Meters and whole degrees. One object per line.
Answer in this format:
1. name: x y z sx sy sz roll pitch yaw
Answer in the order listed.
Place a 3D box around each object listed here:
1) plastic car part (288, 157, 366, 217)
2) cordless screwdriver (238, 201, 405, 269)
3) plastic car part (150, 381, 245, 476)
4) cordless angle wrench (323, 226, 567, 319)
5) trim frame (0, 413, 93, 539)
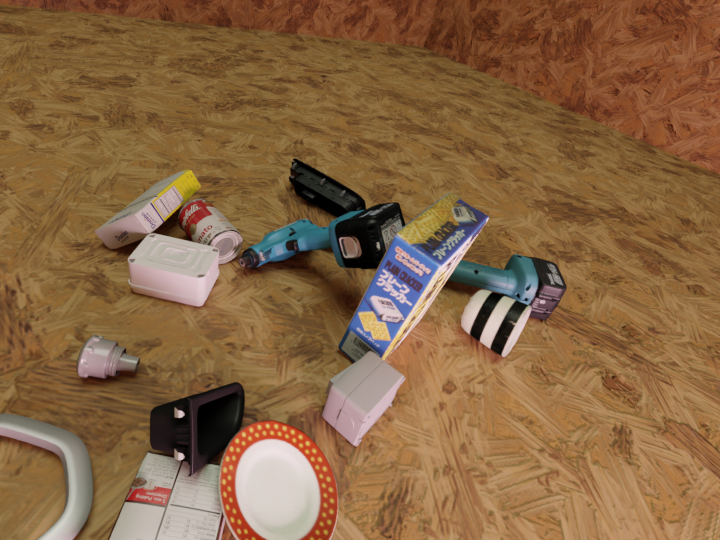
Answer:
1. plastic car part: -0.078 -0.164 0.893 0.211 0.064 0.066 29 48 20
2. cordless screwdriver: -0.063 -0.041 0.646 0.261 0.073 0.155 0 22 43
3. plastic car part: -0.171 0.152 0.432 0.072 0.066 0.114 -3 -5 6
4. cordless angle wrench: 0.129 -0.014 0.754 0.427 0.073 0.099 14 36 4
5. trim frame: -0.348 0.219 0.336 0.193 0.027 0.242 32 39 25
